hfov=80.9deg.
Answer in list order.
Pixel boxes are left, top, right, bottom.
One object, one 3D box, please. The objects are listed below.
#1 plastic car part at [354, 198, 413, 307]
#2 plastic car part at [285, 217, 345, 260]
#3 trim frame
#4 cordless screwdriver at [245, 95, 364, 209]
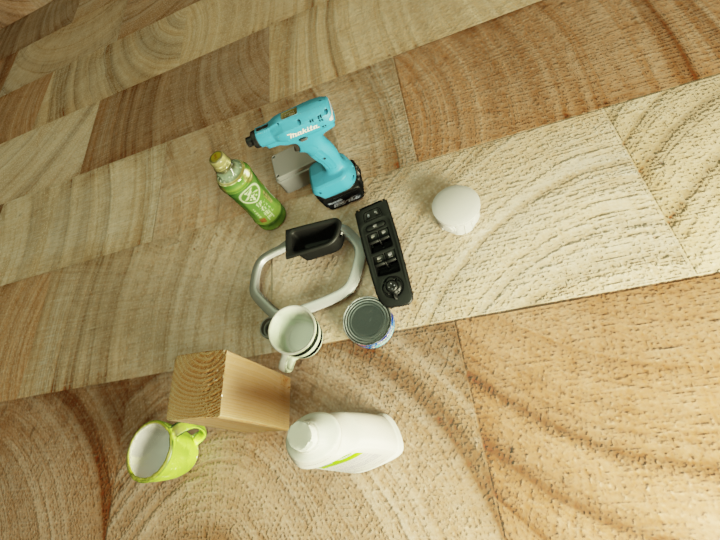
[{"bbox_3d":[0.045,-0.023,0.750,0.067,0.064,0.210,-19,59,12],"label":"plastic car part"},{"bbox_3d":[-0.080,-0.052,0.816,0.119,0.067,0.068,-13,62,16],"label":"plastic car part"},{"bbox_3d":[-0.106,-0.002,0.826,0.251,0.026,0.191,-23,58,11],"label":"trim frame"},{"bbox_3d":[-0.094,-0.207,0.798,0.162,0.236,0.077,-16,61,13],"label":"cordless screwdriver"}]
